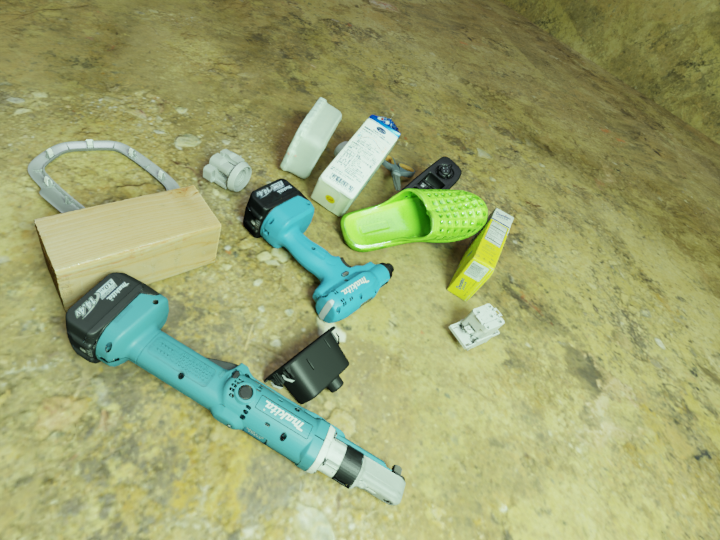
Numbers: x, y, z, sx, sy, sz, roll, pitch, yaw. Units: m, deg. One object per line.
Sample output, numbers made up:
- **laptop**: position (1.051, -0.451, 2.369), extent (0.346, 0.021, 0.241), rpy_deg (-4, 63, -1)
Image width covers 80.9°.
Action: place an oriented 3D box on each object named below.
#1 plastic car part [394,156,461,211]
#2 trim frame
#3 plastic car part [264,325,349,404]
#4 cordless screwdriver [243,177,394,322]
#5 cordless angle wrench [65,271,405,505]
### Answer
- **plastic car part**: position (0.126, -0.147, 0.843), extent (0.069, 0.065, 0.201), rpy_deg (38, 72, 21)
- **trim frame**: position (-0.410, -0.142, 0.684), extent (0.254, 0.027, 0.181), rpy_deg (36, 48, 11)
- **plastic car part**: position (-0.055, 0.129, 0.551), extent (0.113, 0.067, 0.072), rpy_deg (-29, 81, -42)
- **cordless screwdriver**: position (-0.068, -0.044, 0.691), extent (0.155, 0.074, 0.257), rpy_deg (-29, 68, -39)
- **cordless angle wrench**: position (-0.139, 0.149, 0.491), extent (0.427, 0.074, 0.098), rpy_deg (30, 46, 4)
